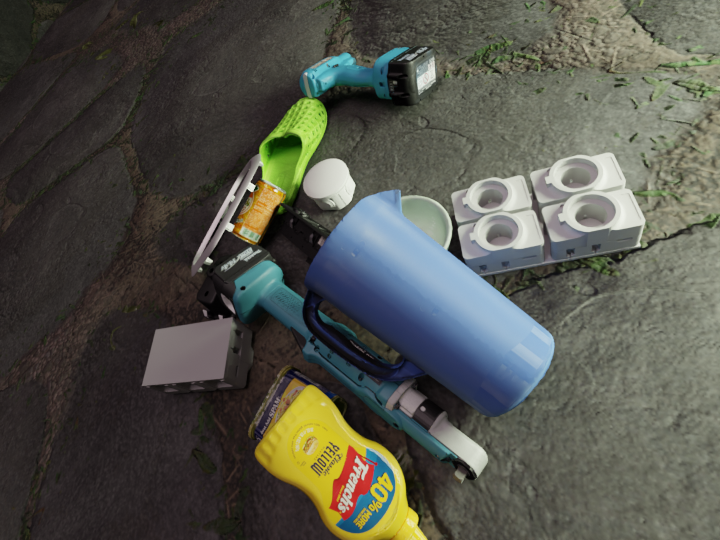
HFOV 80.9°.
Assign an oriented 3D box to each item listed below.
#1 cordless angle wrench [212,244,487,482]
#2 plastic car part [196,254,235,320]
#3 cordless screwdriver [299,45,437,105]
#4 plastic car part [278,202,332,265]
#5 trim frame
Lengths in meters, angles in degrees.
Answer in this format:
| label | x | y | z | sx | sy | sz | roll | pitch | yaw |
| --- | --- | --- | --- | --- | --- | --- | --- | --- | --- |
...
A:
| label | x | y | z | sx | sy | sz | roll | pitch | yaw |
| --- | --- | --- | --- | --- | --- | --- | --- | --- | --- |
| cordless angle wrench | -0.035 | 0.100 | 0.546 | 0.446 | 0.071 | 0.096 | 31 | 55 | 33 |
| plastic car part | -0.228 | 0.022 | 0.697 | 0.069 | 0.067 | 0.117 | 10 | 70 | 27 |
| cordless screwdriver | 0.023 | -0.374 | 0.791 | 0.262 | 0.071 | 0.157 | 18 | 50 | 34 |
| plastic car part | -0.065 | -0.042 | 0.660 | 0.214 | 0.063 | 0.067 | 42 | 111 | 37 |
| trim frame | -0.232 | -0.099 | 0.739 | 0.191 | 0.026 | 0.250 | -7 | 58 | 60 |
